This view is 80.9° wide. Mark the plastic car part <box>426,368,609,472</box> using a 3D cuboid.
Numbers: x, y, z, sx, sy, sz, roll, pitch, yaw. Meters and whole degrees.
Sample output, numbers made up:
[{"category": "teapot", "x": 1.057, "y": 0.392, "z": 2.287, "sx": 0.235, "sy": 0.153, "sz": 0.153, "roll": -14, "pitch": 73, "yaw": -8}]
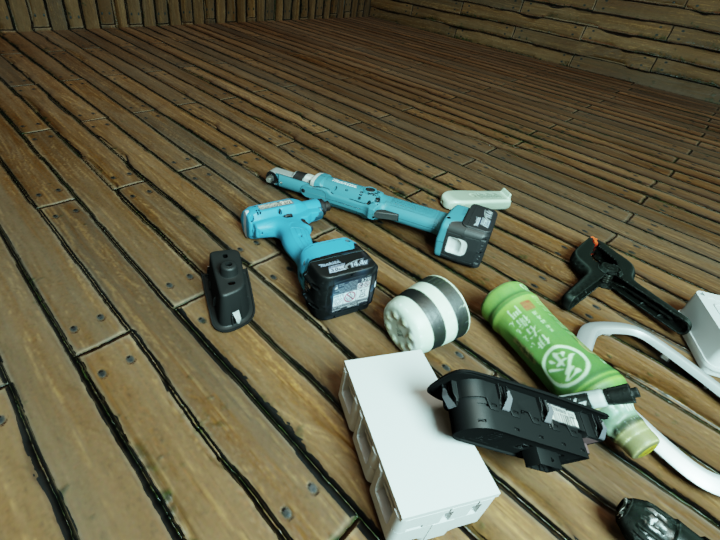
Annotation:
[{"category": "plastic car part", "x": 0.146, "y": 0.143, "z": 0.389, "sx": 0.195, "sy": 0.067, "sz": 0.068, "roll": 27, "pitch": 51, "yaw": -21}]

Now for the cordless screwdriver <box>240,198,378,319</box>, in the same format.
[{"category": "cordless screwdriver", "x": -0.063, "y": -0.041, "z": 0.643, "sx": 0.154, "sy": 0.072, "sz": 0.263, "roll": -18, "pitch": 41, "yaw": -29}]

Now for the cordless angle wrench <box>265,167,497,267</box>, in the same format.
[{"category": "cordless angle wrench", "x": 0.015, "y": -0.120, "z": 0.760, "sx": 0.439, "sy": 0.072, "sz": 0.097, "roll": 20, "pitch": 39, "yaw": 20}]

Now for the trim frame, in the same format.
[{"category": "trim frame", "x": 0.371, "y": 0.152, "z": 0.499, "sx": 0.179, "sy": 0.027, "sz": 0.262, "roll": -13, "pitch": 41, "yaw": -23}]

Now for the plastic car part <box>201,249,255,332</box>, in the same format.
[{"category": "plastic car part", "x": -0.173, "y": 0.015, "z": 0.554, "sx": 0.064, "sy": 0.069, "sz": 0.123, "roll": -8, "pitch": 38, "yaw": -20}]
